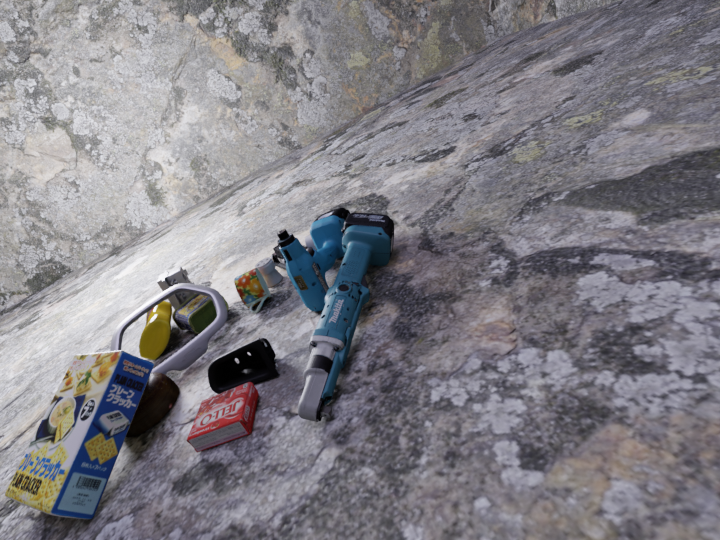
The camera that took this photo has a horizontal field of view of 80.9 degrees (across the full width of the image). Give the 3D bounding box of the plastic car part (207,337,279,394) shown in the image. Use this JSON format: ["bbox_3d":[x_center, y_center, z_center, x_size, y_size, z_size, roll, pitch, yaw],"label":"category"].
[{"bbox_3d":[-0.185,0.146,0.681,0.119,0.065,0.070,-24,8,17],"label":"plastic car part"}]

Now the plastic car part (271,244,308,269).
[{"bbox_3d":[-0.158,-0.038,0.995,0.065,0.065,0.213,-30,26,-23],"label":"plastic car part"}]

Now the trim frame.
[{"bbox_3d":[-0.387,0.121,0.855,0.193,0.026,0.245,34,59,29],"label":"trim frame"}]

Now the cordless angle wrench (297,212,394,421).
[{"bbox_3d":[-0.023,0.047,0.671,0.100,0.072,0.427,5,38,11],"label":"cordless angle wrench"}]

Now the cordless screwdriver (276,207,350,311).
[{"bbox_3d":[-0.081,-0.053,0.826,0.076,0.154,0.250,-18,24,24],"label":"cordless screwdriver"}]
